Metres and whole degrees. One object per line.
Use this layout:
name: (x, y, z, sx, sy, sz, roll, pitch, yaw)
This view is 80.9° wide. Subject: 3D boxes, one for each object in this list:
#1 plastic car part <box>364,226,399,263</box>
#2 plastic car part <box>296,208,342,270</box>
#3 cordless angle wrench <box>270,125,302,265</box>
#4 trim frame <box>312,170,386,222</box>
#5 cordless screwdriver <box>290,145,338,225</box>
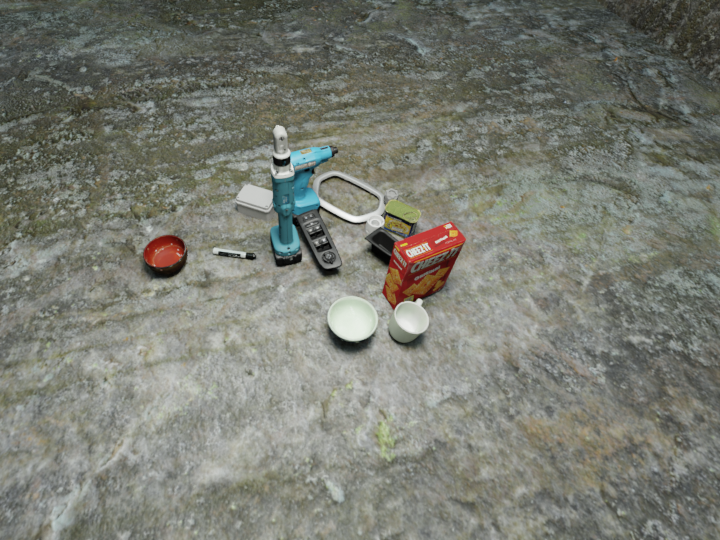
plastic car part: (0.073, -0.055, 1.172, 0.065, 0.069, 0.122, -35, 63, -27)
plastic car part: (-0.116, -0.076, 1.182, 0.065, 0.065, 0.213, -18, 56, -18)
cordless angle wrench: (-0.188, -0.168, 1.032, 0.073, 0.412, 0.102, -11, 57, -15)
trim frame: (-0.038, -0.235, 1.329, 0.257, 0.027, 0.183, 28, 57, 18)
cordless screwdriver: (-0.144, -0.243, 1.197, 0.156, 0.242, 0.078, -20, 59, -19)
